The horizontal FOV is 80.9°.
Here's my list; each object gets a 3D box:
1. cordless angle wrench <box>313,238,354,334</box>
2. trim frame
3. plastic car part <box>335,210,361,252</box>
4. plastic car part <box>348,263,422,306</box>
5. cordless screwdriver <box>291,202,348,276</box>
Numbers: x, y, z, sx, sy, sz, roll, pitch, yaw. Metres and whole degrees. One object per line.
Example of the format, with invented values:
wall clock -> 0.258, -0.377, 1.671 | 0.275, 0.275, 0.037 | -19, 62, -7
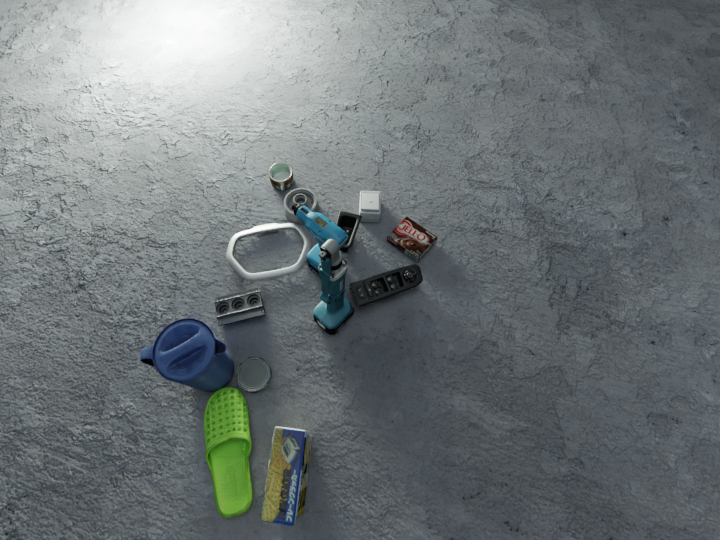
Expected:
cordless angle wrench -> -0.062, 0.038, 0.949 | 0.077, 0.412, 0.097 | 40, 70, 15
trim frame -> -0.264, -0.060, 1.224 | 0.247, 0.027, 0.190 | -13, 63, -4
plastic car part -> -0.043, -0.102, 1.211 | 0.067, 0.069, 0.118 | 13, 65, 6
plastic car part -> 0.072, 0.043, 1.134 | 0.201, 0.065, 0.069 | -20, 66, -8
cordless screwdriver -> -0.108, -0.070, 1.101 | 0.165, 0.242, 0.074 | 39, 69, 16
